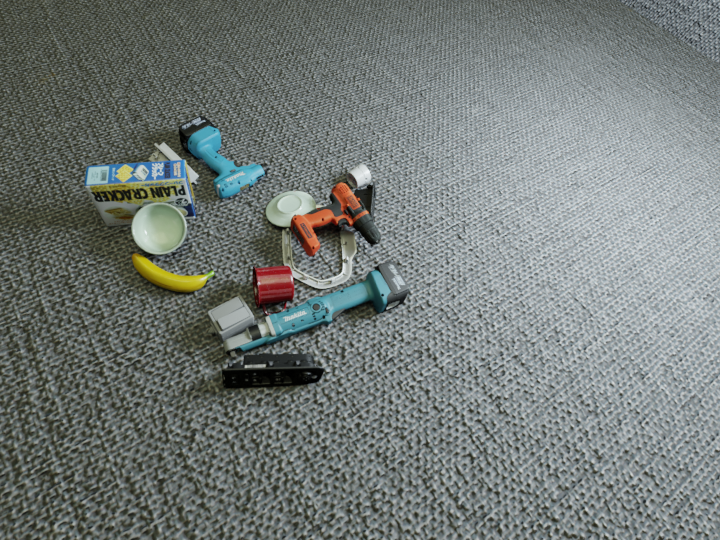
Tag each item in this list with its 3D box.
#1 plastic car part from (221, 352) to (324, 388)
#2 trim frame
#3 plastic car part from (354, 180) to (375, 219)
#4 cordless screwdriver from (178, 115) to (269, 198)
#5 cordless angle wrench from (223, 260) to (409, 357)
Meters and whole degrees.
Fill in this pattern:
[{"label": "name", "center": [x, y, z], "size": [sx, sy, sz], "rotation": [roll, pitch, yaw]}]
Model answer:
[{"label": "plastic car part", "center": [-0.178, 0.204, 0.870], "size": [0.201, 0.065, 0.069], "rotation": [2, 33, -5]}, {"label": "trim frame", "center": [-0.104, -0.068, 1.061], "size": [0.182, 0.027, 0.257], "rotation": [-1, 57, -9]}, {"label": "plastic car part", "center": [0.003, -0.173, 1.124], "size": [0.072, 0.063, 0.118], "rotation": [5, 61, 11]}, {"label": "cordless screwdriver", "center": [-0.376, -0.318, 1.158], "size": [0.156, 0.073, 0.257], "rotation": [-33, 72, -25]}, {"label": "cordless angle wrench", "center": [-0.098, 0.093, 0.940], "size": [0.415, 0.073, 0.102], "rotation": [-20, 64, -15]}]
